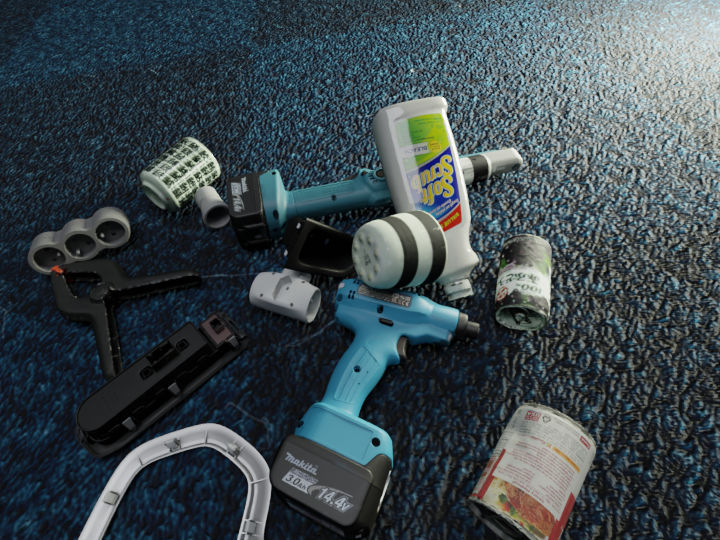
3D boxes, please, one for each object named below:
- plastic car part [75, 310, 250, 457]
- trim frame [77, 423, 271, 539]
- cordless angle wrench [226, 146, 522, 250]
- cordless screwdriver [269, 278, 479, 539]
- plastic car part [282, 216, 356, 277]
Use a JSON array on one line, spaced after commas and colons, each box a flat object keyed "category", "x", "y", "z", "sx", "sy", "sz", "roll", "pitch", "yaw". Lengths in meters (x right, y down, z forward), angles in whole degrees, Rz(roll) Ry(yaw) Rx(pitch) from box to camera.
[{"category": "plastic car part", "x": -0.224, "y": 0.119, "z": 0.468, "sx": 0.201, "sy": 0.065, "sz": 0.069, "roll": -42, "pitch": 67, "yaw": -18}, {"category": "trim frame", "x": -0.173, "y": 0.262, "z": 0.372, "sx": 0.188, "sy": 0.026, "sz": 0.252, "roll": 7, "pitch": 53, "yaw": 12}, {"category": "cordless angle wrench", "x": 0.027, "y": -0.120, "z": 0.605, "sx": 0.421, "sy": 0.072, "sz": 0.102, "roll": -11, "pitch": 53, "yaw": -3}, {"category": "cordless screwdriver", "x": 0.022, "y": 0.123, "z": 0.421, "sx": 0.164, "sy": 0.071, "sz": 0.251, "roll": 11, "pitch": 52, "yaw": 15}, {"category": "plastic car part", "x": -0.053, "y": -0.035, "z": 0.542, "sx": 0.075, "sy": 0.110, "sz": 0.066, "roll": 39, "pitch": 108, "yaw": 43}]
